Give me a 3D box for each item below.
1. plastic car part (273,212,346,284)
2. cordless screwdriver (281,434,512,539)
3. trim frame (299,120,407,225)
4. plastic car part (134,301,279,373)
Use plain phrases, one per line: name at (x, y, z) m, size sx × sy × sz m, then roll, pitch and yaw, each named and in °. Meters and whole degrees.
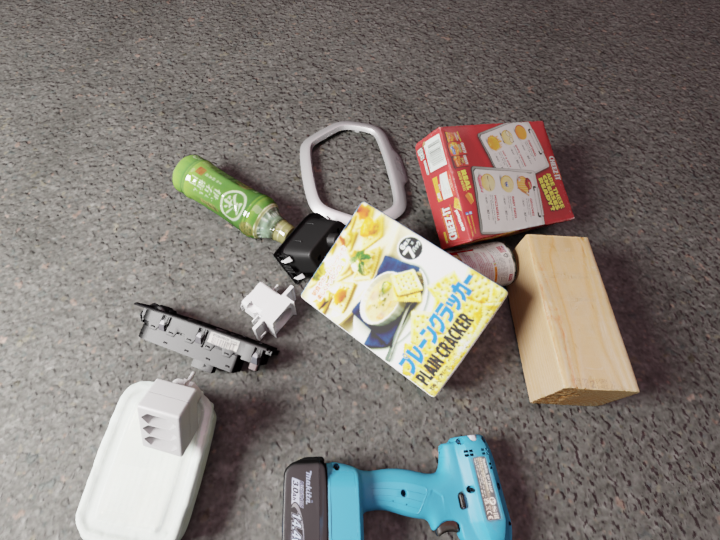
plastic car part at (-0.061, -0.040, 0.628) m, size 0.075 × 0.063 × 0.116 m, roll 8°, pitch 52°, yaw 44°
cordless screwdriver at (0.039, 0.274, 0.455) m, size 0.246 × 0.073 × 0.164 m, roll -3°, pitch 60°, yaw -7°
trim frame at (-0.011, -0.173, 0.742) m, size 0.183 × 0.027 × 0.258 m, roll -10°, pitch 58°, yaw -5°
plastic car part at (-0.215, 0.094, 0.570) m, size 0.207 × 0.065 × 0.067 m, roll 21°, pitch 87°, yaw 10°
